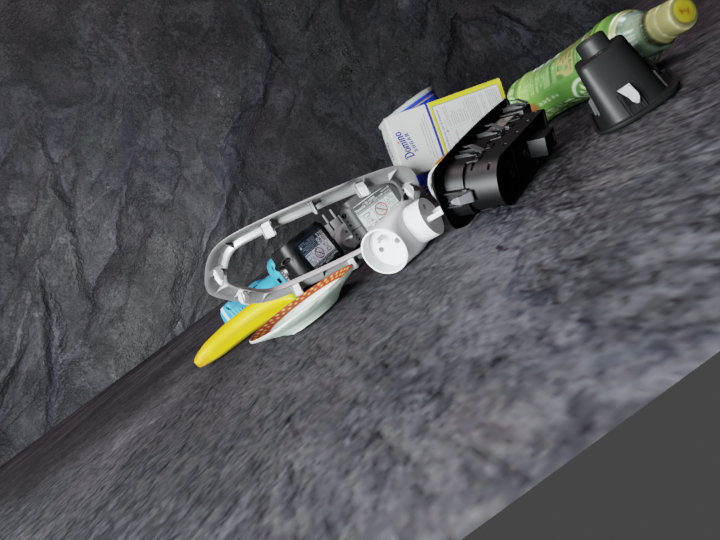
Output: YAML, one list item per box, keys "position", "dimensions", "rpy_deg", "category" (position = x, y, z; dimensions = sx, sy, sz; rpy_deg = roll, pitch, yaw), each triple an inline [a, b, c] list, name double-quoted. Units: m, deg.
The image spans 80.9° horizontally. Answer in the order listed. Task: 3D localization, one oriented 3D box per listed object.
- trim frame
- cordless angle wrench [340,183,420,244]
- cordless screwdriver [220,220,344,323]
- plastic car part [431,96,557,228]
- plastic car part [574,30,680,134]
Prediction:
- position: [-0.044, -0.028, 0.445]
  dimensions: [0.246, 0.029, 0.178]
  rpy_deg: [-23, -26, -10]
  category: "trim frame"
- position: [0.034, -0.112, 0.731]
  dimensions: [0.098, 0.074, 0.423]
  rpy_deg: [-35, 7, 8]
  category: "cordless angle wrench"
- position: [-0.123, 0.006, 0.702]
  dimensions: [0.254, 0.074, 0.157]
  rpy_deg: [-33, 8, 44]
  category: "cordless screwdriver"
- position: [0.128, -0.099, 0.374]
  dimensions: [0.070, 0.064, 0.199]
  rpy_deg: [7, 36, 41]
  category: "plastic car part"
- position: [0.207, -0.162, 0.348]
  dimensions: [0.067, 0.071, 0.114]
  rpy_deg: [-33, 5, 38]
  category: "plastic car part"
